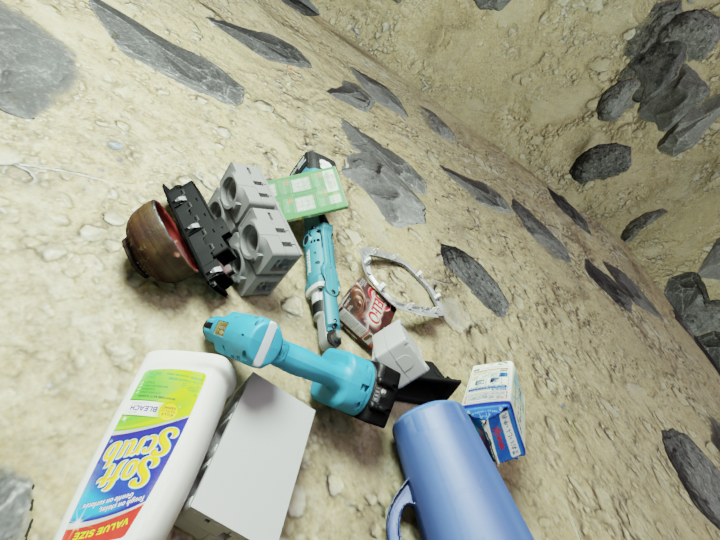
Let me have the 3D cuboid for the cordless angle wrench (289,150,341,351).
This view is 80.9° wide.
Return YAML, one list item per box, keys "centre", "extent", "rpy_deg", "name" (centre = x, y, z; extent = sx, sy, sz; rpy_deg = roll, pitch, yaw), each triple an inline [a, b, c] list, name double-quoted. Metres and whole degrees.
- centre: [-0.075, -0.049, 0.764]
  extent: [0.071, 0.099, 0.439]
  rpy_deg: [19, 43, -31]
  name: "cordless angle wrench"

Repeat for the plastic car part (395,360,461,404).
- centre: [0.091, 0.173, 0.692]
  extent: [0.112, 0.066, 0.074]
  rpy_deg: [18, 26, -26]
  name: "plastic car part"

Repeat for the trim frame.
- centre: [0.089, 0.025, 0.852]
  extent: [0.235, 0.028, 0.193]
  rpy_deg: [16, 35, -49]
  name: "trim frame"

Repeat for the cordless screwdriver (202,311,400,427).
- centre: [-0.079, 0.118, 0.541]
  extent: [0.236, 0.166, 0.075]
  rpy_deg: [32, 70, -32]
  name: "cordless screwdriver"

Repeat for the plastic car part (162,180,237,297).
- centre: [-0.233, -0.062, 0.620]
  extent: [0.211, 0.067, 0.064]
  rpy_deg: [51, -1, 23]
  name: "plastic car part"
